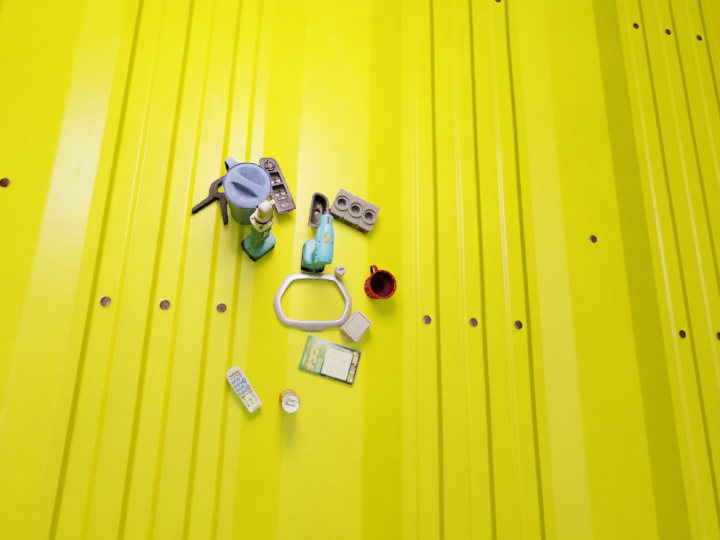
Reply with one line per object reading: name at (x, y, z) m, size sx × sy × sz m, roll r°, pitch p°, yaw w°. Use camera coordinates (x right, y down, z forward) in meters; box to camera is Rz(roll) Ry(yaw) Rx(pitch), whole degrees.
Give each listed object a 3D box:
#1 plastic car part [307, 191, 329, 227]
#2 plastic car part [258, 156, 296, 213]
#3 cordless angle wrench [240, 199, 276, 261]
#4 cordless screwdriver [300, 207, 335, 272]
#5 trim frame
plastic car part at (-0.138, -0.189, 1.377) m, size 0.065 × 0.071 × 0.118 m, roll 7°, pitch 77°, yaw -12°
plastic car part at (-0.274, -0.275, 1.374) m, size 0.065 × 0.067 × 0.205 m, roll -19°, pitch 82°, yaw -16°
cordless angle wrench at (-0.271, -0.110, 1.151) m, size 0.097 × 0.427 × 0.074 m, roll -39°, pitch 92°, yaw -18°
cordless screwdriver at (-0.123, -0.081, 1.262) m, size 0.073 × 0.251 × 0.161 m, roll 7°, pitch 78°, yaw -14°
trim frame at (-0.149, 0.099, 1.332) m, size 0.244 × 0.027 × 0.186 m, roll 1°, pitch 77°, yaw -10°
